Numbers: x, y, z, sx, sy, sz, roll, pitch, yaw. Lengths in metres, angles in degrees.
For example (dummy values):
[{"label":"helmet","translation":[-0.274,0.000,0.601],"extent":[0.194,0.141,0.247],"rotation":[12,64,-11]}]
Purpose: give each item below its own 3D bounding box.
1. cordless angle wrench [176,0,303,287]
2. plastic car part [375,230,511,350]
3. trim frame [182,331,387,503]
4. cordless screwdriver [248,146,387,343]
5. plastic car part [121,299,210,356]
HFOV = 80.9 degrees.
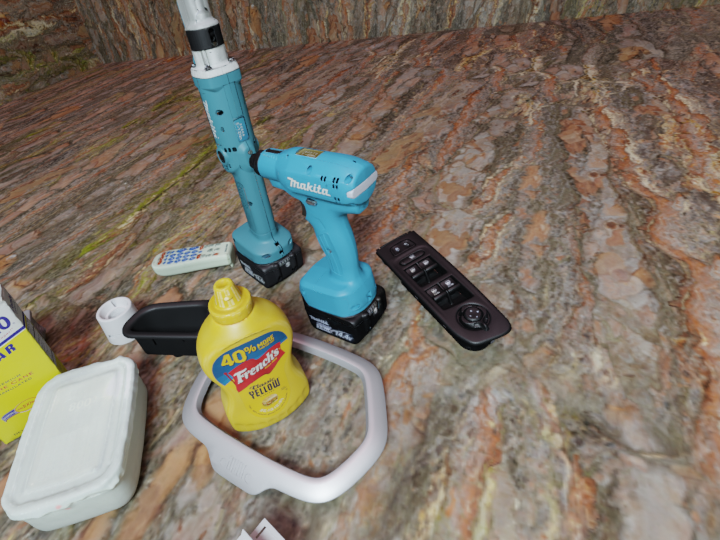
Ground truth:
[{"label":"cordless angle wrench","translation":[-0.165,-0.162,0.570],"extent":[0.073,0.407,0.104],"rotation":[-34,45,-30]},{"label":"plastic car part","translation":[0.099,0.031,0.543],"extent":[0.065,0.064,0.214],"rotation":[-23,40,-17]},{"label":"trim frame","translation":[-0.088,0.149,0.475],"extent":[0.260,0.026,0.183],"rotation":[14,45,28]},{"label":"cordless screwdriver","translation":[-0.051,-0.033,0.518],"extent":[0.167,0.239,0.073],"rotation":[20,45,31]},{"label":"plastic car part","translation":[-0.241,0.085,0.558],"extent":[0.118,0.068,0.068],"rotation":[-5,38,7]}]
